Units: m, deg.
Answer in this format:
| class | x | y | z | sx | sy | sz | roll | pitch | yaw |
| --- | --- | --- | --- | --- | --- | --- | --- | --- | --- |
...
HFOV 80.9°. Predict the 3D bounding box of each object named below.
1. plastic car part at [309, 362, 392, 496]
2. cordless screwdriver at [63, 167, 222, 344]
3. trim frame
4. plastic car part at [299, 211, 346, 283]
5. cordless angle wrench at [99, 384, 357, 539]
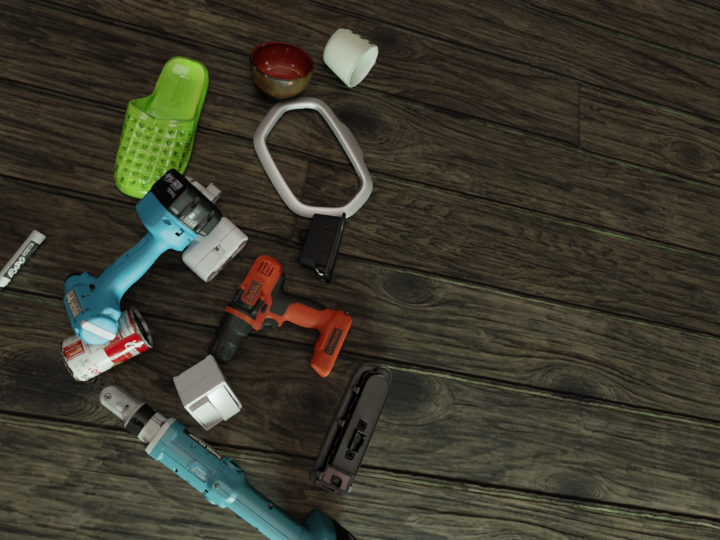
| class | x | y | z | sx | sy | sz | roll | pitch | yaw |
| --- | --- | --- | --- | --- | --- | --- | --- | --- | --- |
| plastic car part | -0.006 | 0.238 | 0.650 | 0.067 | 0.066 | 0.204 | 24 | 71 | 0 |
| cordless screwdriver | -0.324 | -0.032 | 0.605 | 0.169 | 0.070 | 0.248 | 31 | 79 | 41 |
| trim frame | -0.082 | -0.203 | 0.761 | 0.182 | 0.027 | 0.252 | -30 | 82 | -15 |
| plastic car part | -0.069 | -0.045 | 0.711 | 0.072 | 0.064 | 0.118 | 10 | 72 | 4 |
| cordless angle wrench | -0.191 | 0.292 | 0.587 | 0.425 | 0.097 | 0.074 | 35 | 76 | 3 |
